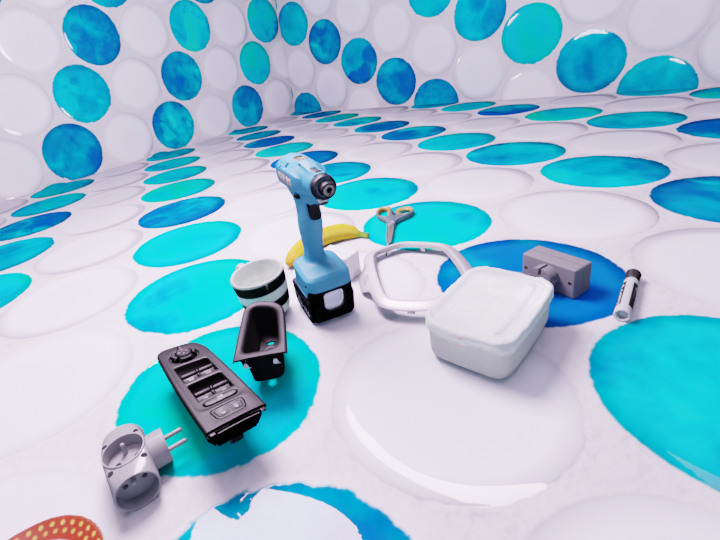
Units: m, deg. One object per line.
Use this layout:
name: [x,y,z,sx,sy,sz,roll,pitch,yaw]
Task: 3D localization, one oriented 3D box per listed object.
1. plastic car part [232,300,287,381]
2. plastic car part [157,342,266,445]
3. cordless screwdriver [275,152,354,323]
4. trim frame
plastic car part: [-0.124,0.099,0.558,0.066,0.069,0.120,-10,27,-3]
plastic car part: [-0.182,0.142,0.499,0.064,0.065,0.215,-26,32,-31]
cordless screwdriver: [-0.060,-0.039,0.609,0.073,0.241,0.167,-17,27,-19]
trim frame: [0.088,0.004,0.710,0.184,0.027,0.256,-10,28,0]
